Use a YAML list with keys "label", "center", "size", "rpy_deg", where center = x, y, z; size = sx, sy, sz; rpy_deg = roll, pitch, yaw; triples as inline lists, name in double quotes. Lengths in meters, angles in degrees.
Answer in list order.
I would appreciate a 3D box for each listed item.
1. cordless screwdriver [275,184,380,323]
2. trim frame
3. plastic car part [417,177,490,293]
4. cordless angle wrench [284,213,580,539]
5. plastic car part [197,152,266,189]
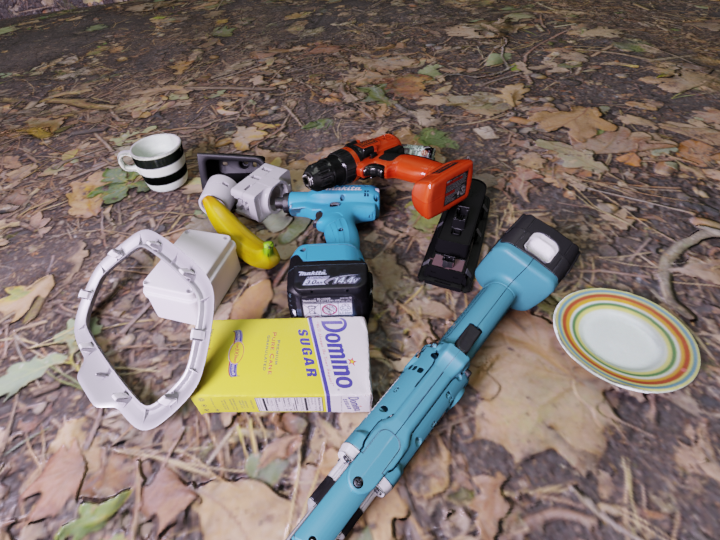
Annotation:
- label: "cordless screwdriver"
  center: [-0.055, -0.036, 0.563]
  size: [0.161, 0.072, 0.255]
  rpy_deg: [0, 41, 5]
- label: "trim frame"
  center: [-0.249, 0.055, 0.466]
  size: [0.262, 0.026, 0.184]
  rpy_deg: [31, 90, 33]
- label: "plastic car part"
  center: [0.135, -0.064, 0.580]
  size: [0.069, 0.064, 0.203]
  rpy_deg: [8, 43, 22]
- label: "cordless angle wrench"
  center: [0.071, 0.102, 0.401]
  size: [0.077, 0.096, 0.418]
  rpy_deg: [39, 62, 13]
- label: "plastic car part"
  center: [-0.217, -0.181, 0.742]
  size: [0.117, 0.064, 0.073]
  rpy_deg: [1, 30, 1]
